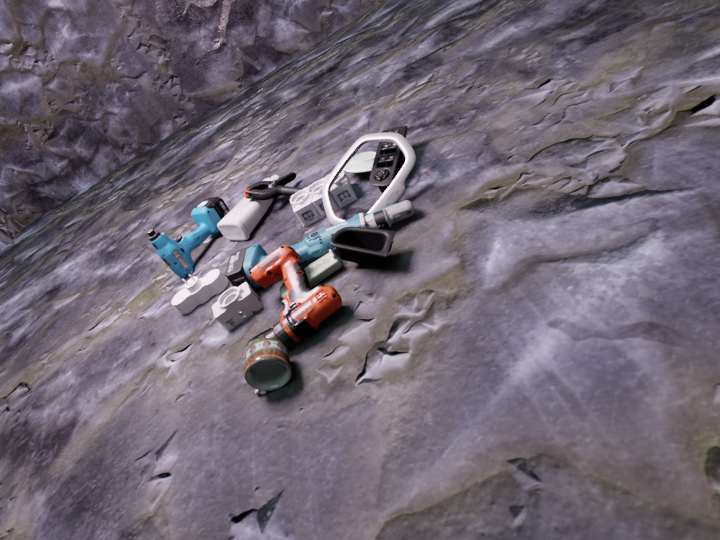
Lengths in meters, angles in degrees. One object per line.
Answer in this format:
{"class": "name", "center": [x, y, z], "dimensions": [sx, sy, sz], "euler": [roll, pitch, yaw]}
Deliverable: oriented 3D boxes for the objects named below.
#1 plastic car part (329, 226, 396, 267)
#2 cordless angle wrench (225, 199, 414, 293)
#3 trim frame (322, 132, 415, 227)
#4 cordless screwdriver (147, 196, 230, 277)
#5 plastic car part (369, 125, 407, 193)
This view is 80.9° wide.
{"class": "plastic car part", "center": [0.005, -0.038, 0.805], "dimensions": [0.121, 0.068, 0.066], "euler": [8, 49, 23]}
{"class": "cordless angle wrench", "center": [-0.088, -0.058, 0.904], "dimensions": [0.430, 0.071, 0.101], "euler": [-20, 38, 15]}
{"class": "trim frame", "center": [0.014, -0.200, 0.945], "dimensions": [0.194, 0.026, 0.248], "euler": [41, 96, 32]}
{"class": "cordless screwdriver", "center": [-0.478, -0.119, 1.194], "dimensions": [0.078, 0.152, 0.250], "euler": [-4, 43, 35]}
{"class": "plastic car part", "center": [0.068, -0.258, 1.008], "dimensions": [0.069, 0.064, 0.205], "euler": [1, 51, 21]}
